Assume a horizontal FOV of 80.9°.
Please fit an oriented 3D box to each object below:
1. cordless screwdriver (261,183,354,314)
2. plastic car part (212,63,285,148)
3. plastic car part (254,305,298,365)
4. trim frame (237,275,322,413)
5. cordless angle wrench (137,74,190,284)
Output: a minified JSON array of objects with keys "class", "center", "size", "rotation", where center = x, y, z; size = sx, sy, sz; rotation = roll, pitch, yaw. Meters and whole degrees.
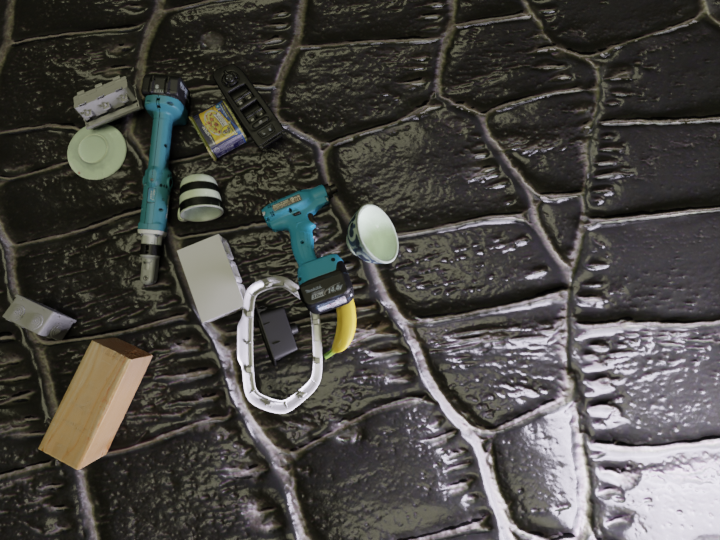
[{"class":"cordless screwdriver","center":[-0.080,-0.052,0.817],"size":[0.159,0.072,0.258],"rotation":[-25,66,-2]},{"class":"plastic car part","center":[-0.234,-0.346,0.891],"size":[0.066,0.066,0.205],"rotation":[-35,85,3]},{"class":"plastic car part","center":[-0.159,0.117,0.824],"size":[0.070,0.066,0.117],"rotation":[-22,85,-17]},{"class":"trim frame","center":[-0.145,0.132,0.781],"size":[0.175,0.028,0.252],"rotation":[8,72,-34]},{"class":"cordless angle wrench","center":[-0.415,-0.183,0.866],"size":[0.074,0.098,0.425],"rotation":[4,85,-4]}]
